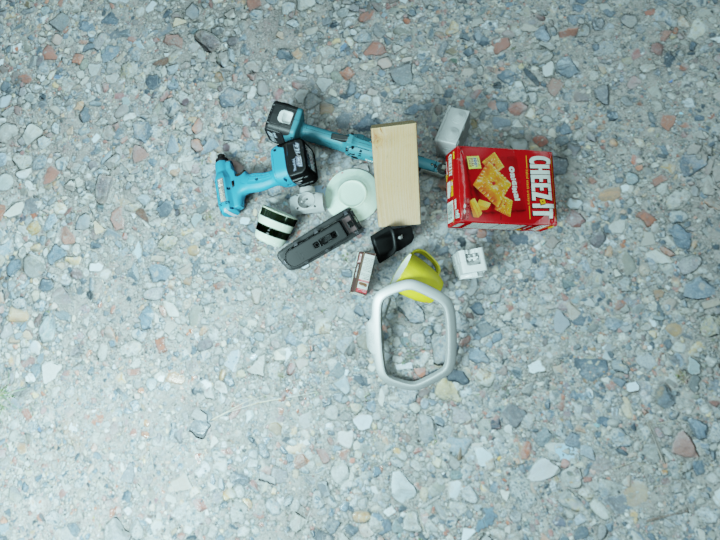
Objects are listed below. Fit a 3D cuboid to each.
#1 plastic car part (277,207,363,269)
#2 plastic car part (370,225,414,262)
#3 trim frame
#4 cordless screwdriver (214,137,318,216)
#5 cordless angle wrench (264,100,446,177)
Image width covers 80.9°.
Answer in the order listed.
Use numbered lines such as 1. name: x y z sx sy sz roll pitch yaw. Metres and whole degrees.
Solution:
1. plastic car part: -0.093 -0.061 0.953 0.204 0.068 0.065 -29 106 7
2. plastic car part: 0.078 -0.066 0.915 0.069 0.118 0.067 -16 85 -22
3. trim frame: 0.104 0.136 0.875 0.186 0.028 0.244 -3 105 7
4. cordless screwdriver: -0.230 -0.236 0.980 0.254 0.071 0.163 -18 74 17
5. cordless angle wrench: -0.008 -0.286 0.972 0.428 0.096 0.074 18 85 5
